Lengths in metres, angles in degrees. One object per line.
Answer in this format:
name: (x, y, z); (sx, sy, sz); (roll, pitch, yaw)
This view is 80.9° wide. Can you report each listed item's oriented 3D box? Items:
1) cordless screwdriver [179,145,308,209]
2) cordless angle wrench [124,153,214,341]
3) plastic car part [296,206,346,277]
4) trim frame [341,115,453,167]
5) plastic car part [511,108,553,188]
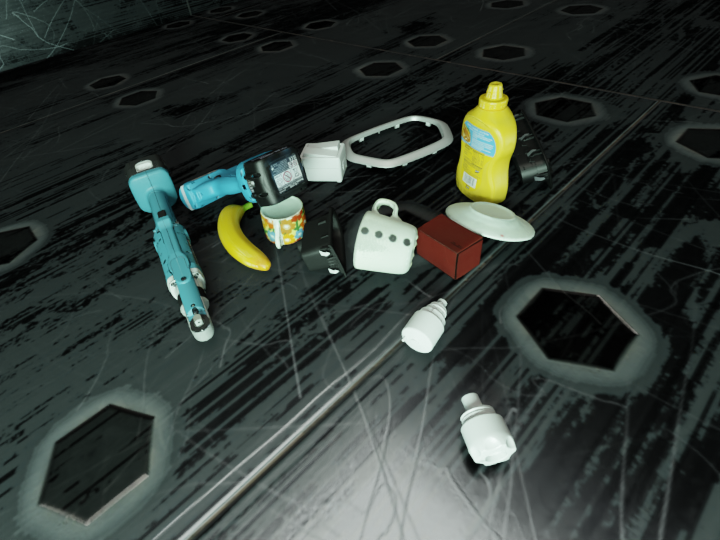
cordless screwdriver: (-0.196, -0.166, 0.754); (0.261, 0.072, 0.156); (2, 31, 40)
cordless angle wrench: (-0.306, -0.049, 0.685); (0.073, 0.094, 0.446); (-23, 48, -18)
plastic car part: (-0.064, -0.042, 0.653); (0.072, 0.063, 0.121); (-19, 39, 8)
trim frame: (0.077, -0.276, 0.898); (0.244, 0.026, 0.195); (-28, 47, -16)
plastic car part: (0.300, -0.220, 0.773); (0.068, 0.063, 0.209); (-11, 42, 10)
